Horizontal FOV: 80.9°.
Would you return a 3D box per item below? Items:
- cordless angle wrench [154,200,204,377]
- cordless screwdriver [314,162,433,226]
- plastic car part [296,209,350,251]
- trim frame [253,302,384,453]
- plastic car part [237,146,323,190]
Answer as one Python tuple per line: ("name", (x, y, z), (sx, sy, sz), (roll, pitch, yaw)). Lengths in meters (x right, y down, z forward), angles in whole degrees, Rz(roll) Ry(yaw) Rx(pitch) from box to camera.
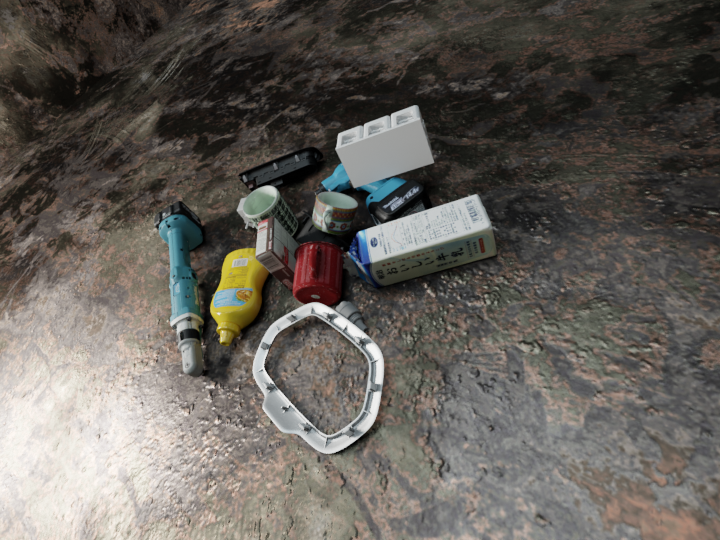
("cordless angle wrench", (-0.359, 0.024, 0.860), (0.075, 0.093, 0.444), (-30, 49, 5))
("cordless screwdriver", (0.016, -0.145, 0.813), (0.159, 0.070, 0.262), (-34, 43, -2))
("plastic car part", (-0.078, -0.051, 0.799), (0.071, 0.062, 0.123), (-50, 51, 3))
("trim frame", (-0.072, 0.150, 0.637), (0.263, 0.026, 0.184), (32, 83, 39))
("plastic car part", (-0.182, -0.229, 0.988), (0.205, 0.063, 0.070), (-22, 57, 10))
